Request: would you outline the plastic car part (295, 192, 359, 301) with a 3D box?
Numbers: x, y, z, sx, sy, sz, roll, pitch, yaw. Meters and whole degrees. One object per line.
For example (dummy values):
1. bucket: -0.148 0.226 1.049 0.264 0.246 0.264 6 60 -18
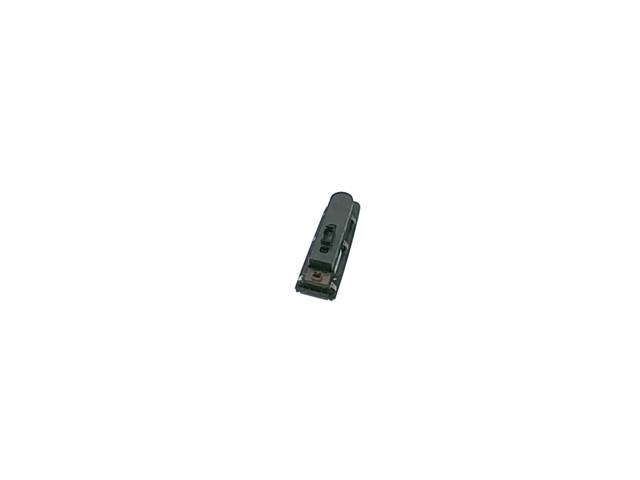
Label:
1. plastic car part: 0.016 -0.005 0.695 0.066 0.202 0.067 7 -39 17
